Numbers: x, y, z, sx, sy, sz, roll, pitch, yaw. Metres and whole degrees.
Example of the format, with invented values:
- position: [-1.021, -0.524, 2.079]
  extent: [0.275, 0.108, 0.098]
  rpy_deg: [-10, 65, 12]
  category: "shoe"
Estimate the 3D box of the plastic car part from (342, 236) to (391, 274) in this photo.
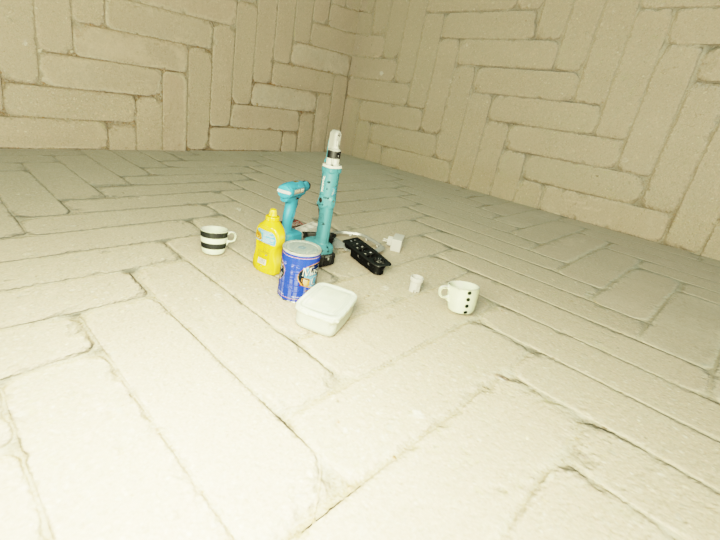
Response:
- position: [0.017, -0.043, 1.388]
  extent: [0.063, 0.066, 0.215]
  rpy_deg: [-6, 27, -35]
  category: "plastic car part"

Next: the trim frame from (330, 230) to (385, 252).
- position: [-0.021, -0.104, 1.570]
  extent: [0.177, 0.027, 0.263]
  rpy_deg: [-6, 26, -31]
  category: "trim frame"

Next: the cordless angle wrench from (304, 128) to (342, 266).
- position: [-0.104, -0.217, 1.302]
  extent: [0.071, 0.416, 0.104]
  rpy_deg: [-8, 28, -41]
  category: "cordless angle wrench"

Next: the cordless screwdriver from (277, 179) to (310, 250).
- position: [-0.220, -0.171, 1.375]
  extent: [0.077, 0.245, 0.156]
  rpy_deg: [18, 22, 18]
  category: "cordless screwdriver"

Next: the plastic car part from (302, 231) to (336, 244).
- position: [-0.141, -0.092, 1.444]
  extent: [0.114, 0.070, 0.068]
  rpy_deg: [4, 22, -13]
  category: "plastic car part"
